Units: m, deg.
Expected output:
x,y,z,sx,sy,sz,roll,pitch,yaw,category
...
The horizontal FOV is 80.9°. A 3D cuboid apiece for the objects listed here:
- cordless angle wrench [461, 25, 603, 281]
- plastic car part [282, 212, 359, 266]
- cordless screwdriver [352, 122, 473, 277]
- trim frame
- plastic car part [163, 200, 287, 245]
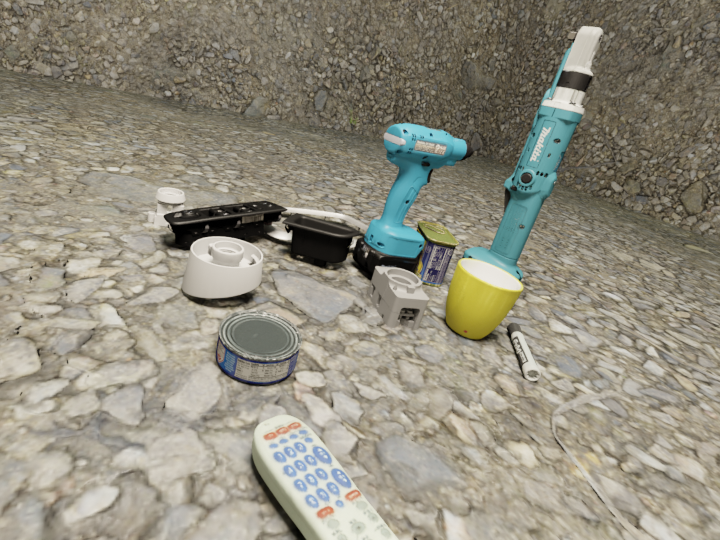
x,y,z,sx,sy,sz,roll,pitch,yaw,category
0.260,-0.139,0.642,0.071,0.417,0.104,-7,31,-45,cordless angle wrench
-0.067,-0.044,0.688,0.119,0.070,0.065,19,23,11,plastic car part
0.086,-0.106,0.689,0.152,0.245,0.078,1,26,-31,cordless screwdriver
-0.082,-0.081,0.818,0.241,0.027,0.192,5,25,-19,trim frame
-0.219,-0.077,0.683,0.194,0.066,0.070,-11,34,-44,plastic car part
